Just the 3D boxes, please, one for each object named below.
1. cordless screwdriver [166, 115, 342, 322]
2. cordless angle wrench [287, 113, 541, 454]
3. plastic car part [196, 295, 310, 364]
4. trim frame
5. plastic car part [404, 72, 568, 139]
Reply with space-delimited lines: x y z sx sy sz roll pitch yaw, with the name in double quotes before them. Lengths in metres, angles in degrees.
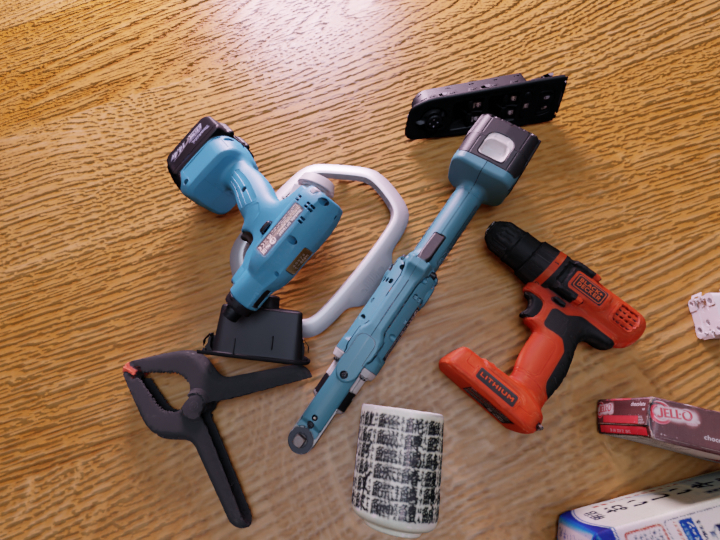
"cordless screwdriver" -0.148 -0.068 0.489 0.159 0.070 0.263 -50 55 2
"cordless angle wrench" 0.054 0.014 0.471 0.077 0.095 0.422 33 79 14
"plastic car part" -0.109 0.062 0.464 0.118 0.065 0.071 2 85 8
"trim frame" -0.052 -0.034 0.528 0.191 0.027 0.247 34 74 18
"plastic car part" 0.156 -0.225 0.563 0.203 0.064 0.069 -12 59 1
